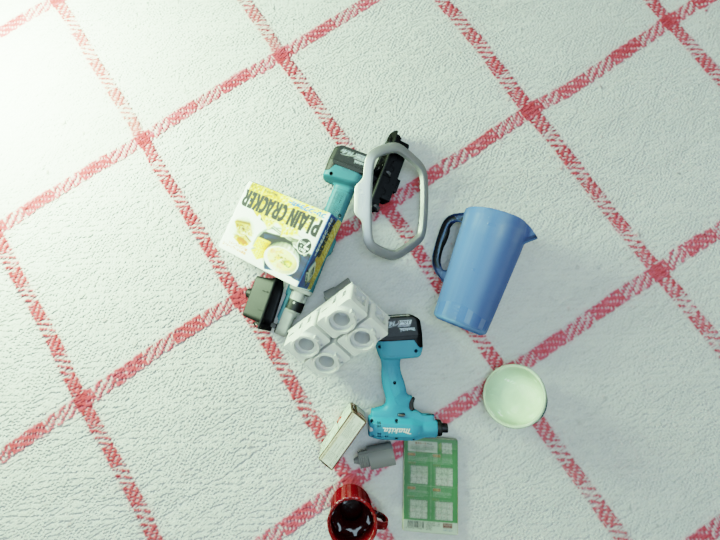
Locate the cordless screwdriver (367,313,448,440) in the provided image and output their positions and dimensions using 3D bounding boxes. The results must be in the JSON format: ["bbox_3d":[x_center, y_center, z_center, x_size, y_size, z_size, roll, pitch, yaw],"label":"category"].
[{"bbox_3d":[0.096,0.215,0.858,0.160,0.074,0.250,1,85,1],"label":"cordless screwdriver"}]

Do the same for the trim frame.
[{"bbox_3d":[0.070,-0.146,0.895,0.177,0.029,0.247,-1,95,-29],"label":"trim frame"}]

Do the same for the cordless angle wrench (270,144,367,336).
[{"bbox_3d":[-0.089,-0.058,0.910,0.099,0.073,0.423,22,85,4],"label":"cordless angle wrench"}]

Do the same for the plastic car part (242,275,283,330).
[{"bbox_3d":[-0.213,0.063,0.902,0.073,0.063,0.117,11,79,15],"label":"plastic car part"}]

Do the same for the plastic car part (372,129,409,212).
[{"bbox_3d":[0.058,-0.213,0.931,0.066,0.067,0.204,18,82,-8],"label":"plastic car part"}]
